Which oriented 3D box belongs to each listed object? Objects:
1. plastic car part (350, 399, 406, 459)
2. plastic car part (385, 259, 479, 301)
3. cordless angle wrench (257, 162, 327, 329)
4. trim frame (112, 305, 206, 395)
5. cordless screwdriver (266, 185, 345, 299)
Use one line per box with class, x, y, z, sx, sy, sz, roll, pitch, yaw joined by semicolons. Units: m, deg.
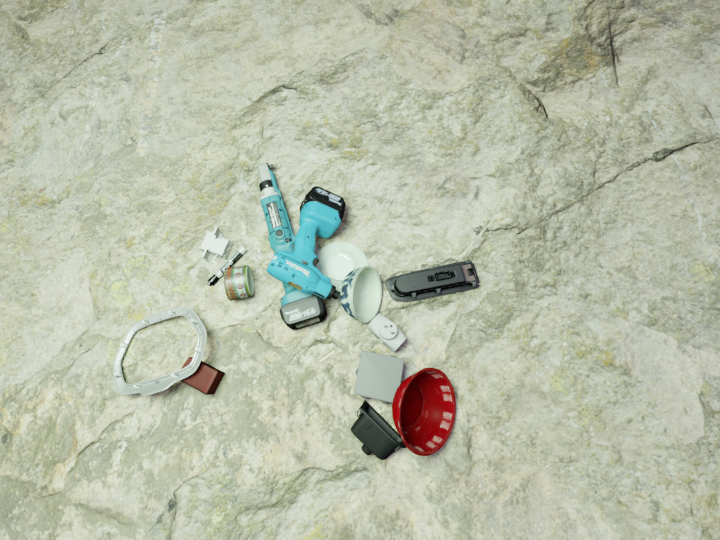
plastic car part;0.026;0.329;0.840;0.120;0.064;0.071;45;95;13
plastic car part;0.159;0.023;0.927;0.204;0.065;0.067;-12;79;4
cordless angle wrench;-0.183;-0.077;0.992;0.098;0.072;0.436;-18;68;-2
trim frame;-0.443;0.176;0.923;0.252;0.026;0.190;-18;61;12
cordless screwdriver;-0.091;-0.060;0.931;0.157;0.075;0.252;26;53;-9
